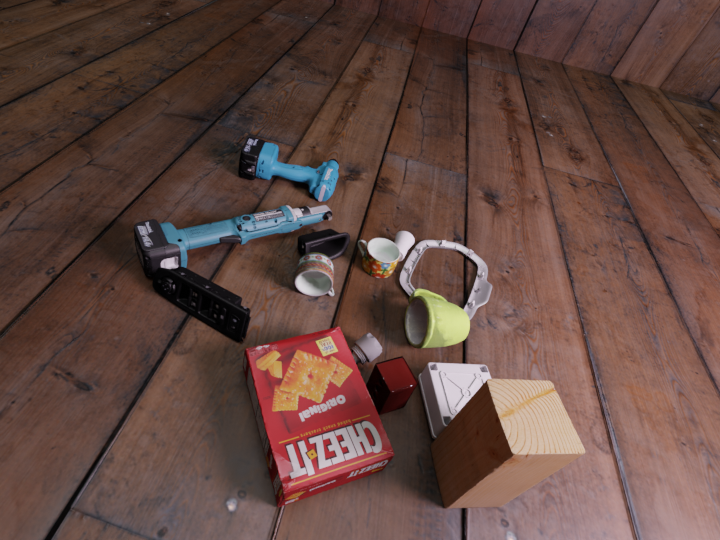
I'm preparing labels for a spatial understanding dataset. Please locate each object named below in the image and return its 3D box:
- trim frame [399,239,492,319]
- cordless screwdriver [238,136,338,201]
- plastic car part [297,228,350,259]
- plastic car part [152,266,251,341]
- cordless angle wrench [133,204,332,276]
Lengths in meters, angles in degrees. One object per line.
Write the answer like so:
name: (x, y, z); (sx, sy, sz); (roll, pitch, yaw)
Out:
trim frame: (0.188, 0.012, 0.912); (0.189, 0.027, 0.247); (26, 44, 12)
cordless screwdriver: (-0.177, -0.270, 1.081); (0.249, 0.073, 0.162); (17, 44, -1)
plastic car part: (-0.088, -0.058, 0.902); (0.113, 0.064, 0.075); (-22, 41, -35)
plastic car part: (-0.277, 0.045, 0.751); (0.207, 0.065, 0.067); (23, 35, 10)
cordless angle wrench: (-0.243, -0.088, 0.888); (0.409, 0.073, 0.103); (-17, 53, -30)
